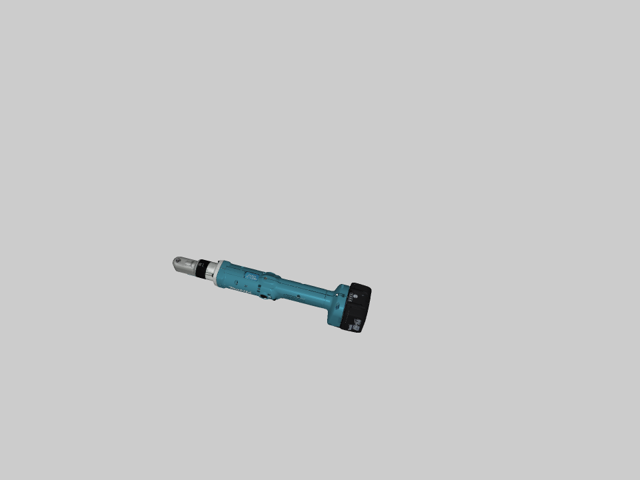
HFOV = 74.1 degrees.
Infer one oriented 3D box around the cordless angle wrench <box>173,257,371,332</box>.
[{"bbox_3d":[-0.110,0.097,0.890,0.423,0.074,0.098,14,-33,5],"label":"cordless angle wrench"}]
